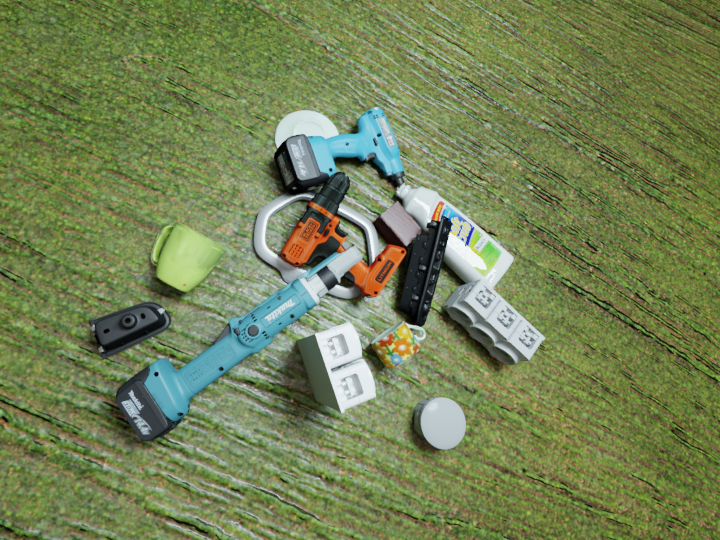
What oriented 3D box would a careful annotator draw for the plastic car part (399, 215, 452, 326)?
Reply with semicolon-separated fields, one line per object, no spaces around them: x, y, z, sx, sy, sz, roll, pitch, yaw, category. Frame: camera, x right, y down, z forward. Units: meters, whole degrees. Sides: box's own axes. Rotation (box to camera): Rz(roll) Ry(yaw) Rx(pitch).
0.113;0.000;0.764;0.069;0.064;0.203;10;91;19;plastic car part

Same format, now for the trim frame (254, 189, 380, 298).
-0.077;-0.050;0.784;0.246;0.028;0.185;25;70;-5;trim frame

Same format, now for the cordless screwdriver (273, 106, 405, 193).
-0.029;-0.206;0.803;0.243;0.076;0.159;-26;93;-26;cordless screwdriver

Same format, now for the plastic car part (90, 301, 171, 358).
-0.365;0.085;0.665;0.115;0.071;0.067;-23;85;-14;plastic car part

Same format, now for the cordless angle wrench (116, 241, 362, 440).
-0.168;0.093;0.662;0.420;0.074;0.099;-36;86;-8;cordless angle wrench
